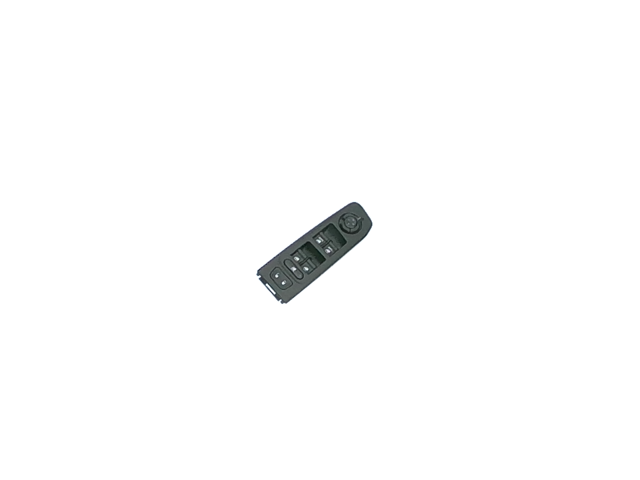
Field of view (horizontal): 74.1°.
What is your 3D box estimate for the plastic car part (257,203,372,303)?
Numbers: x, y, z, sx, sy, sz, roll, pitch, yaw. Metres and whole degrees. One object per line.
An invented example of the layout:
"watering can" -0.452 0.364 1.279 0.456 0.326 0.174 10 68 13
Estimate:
"plastic car part" 0.000 0.021 0.661 0.202 0.066 0.067 -40 -21 -16
